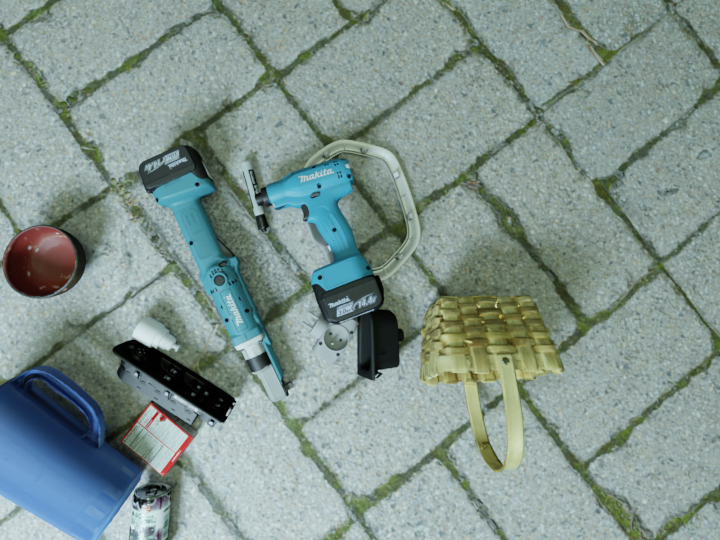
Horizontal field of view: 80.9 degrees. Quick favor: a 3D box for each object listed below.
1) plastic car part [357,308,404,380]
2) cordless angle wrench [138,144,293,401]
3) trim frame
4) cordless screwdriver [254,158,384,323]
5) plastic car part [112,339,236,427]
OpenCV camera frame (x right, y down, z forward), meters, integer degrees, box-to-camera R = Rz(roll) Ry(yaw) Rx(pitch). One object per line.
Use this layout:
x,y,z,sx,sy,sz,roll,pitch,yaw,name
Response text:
0.035,0.111,0.677,0.069,0.067,0.117,5,81,-19,plastic car part
-0.218,0.012,0.670,0.097,0.074,0.424,-25,89,-5,cordless angle wrench
-0.002,-0.102,0.708,0.183,0.027,0.249,-17,87,-2,trim frame
-0.063,-0.042,0.649,0.160,0.072,0.254,-17,77,3,cordless screwdriver
-0.297,0.179,0.659,0.203,0.066,0.067,36,110,0,plastic car part
